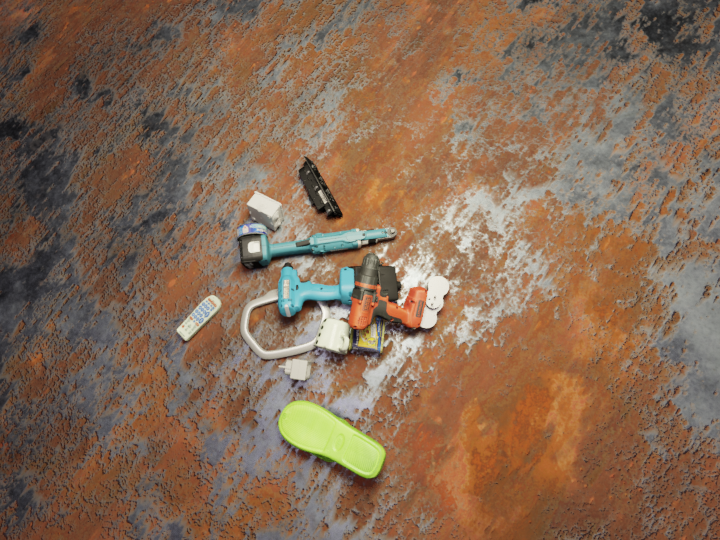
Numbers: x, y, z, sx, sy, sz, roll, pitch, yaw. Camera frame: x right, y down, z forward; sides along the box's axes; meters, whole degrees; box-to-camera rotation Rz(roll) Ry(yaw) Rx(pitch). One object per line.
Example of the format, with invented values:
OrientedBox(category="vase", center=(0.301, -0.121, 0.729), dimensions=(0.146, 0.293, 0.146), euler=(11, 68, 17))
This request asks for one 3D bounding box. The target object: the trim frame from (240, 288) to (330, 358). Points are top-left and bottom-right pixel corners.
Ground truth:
OrientedBox(category="trim frame", center=(-0.202, 0.135, 1.133), dimensions=(0.250, 0.027, 0.188), euler=(-15, 74, 6))

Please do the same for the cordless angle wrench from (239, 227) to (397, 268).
OrientedBox(category="cordless angle wrench", center=(-0.112, -0.074, 1.150), dimensions=(0.424, 0.096, 0.076), euler=(-8, 76, 2))

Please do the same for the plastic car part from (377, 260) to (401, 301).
OrientedBox(category="plastic car part", center=(0.070, 0.033, 1.108), dimensions=(0.070, 0.066, 0.118), euler=(-6, 78, -10))

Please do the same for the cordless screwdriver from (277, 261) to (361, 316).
OrientedBox(category="cordless screwdriver", center=(-0.093, 0.033, 1.110), dimensions=(0.250, 0.071, 0.165), euler=(-7, 49, 2))

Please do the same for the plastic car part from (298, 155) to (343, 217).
OrientedBox(category="plastic car part", center=(-0.121, -0.232, 1.207), dimensions=(0.068, 0.063, 0.208), euler=(-31, 73, 24))
